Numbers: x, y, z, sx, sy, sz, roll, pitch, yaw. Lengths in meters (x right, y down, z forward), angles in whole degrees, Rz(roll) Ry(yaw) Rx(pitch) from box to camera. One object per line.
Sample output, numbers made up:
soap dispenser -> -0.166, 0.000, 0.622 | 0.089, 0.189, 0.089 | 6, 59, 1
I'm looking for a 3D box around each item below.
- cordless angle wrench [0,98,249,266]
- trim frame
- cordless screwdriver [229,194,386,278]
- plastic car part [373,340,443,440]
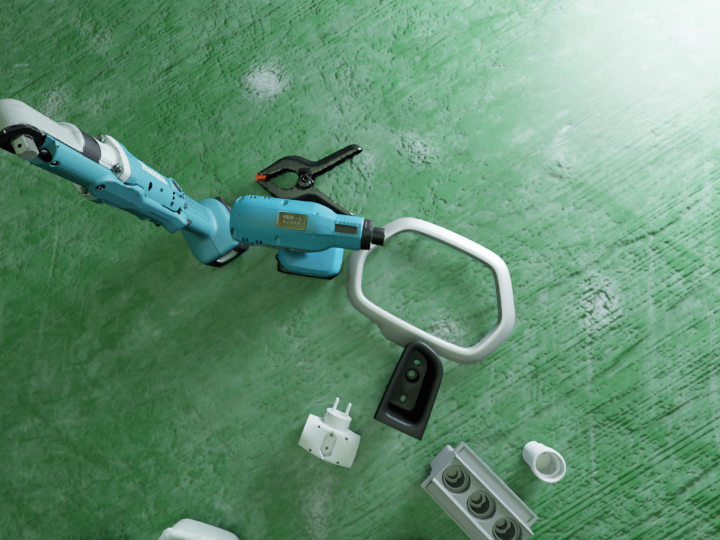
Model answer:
cordless angle wrench -> -0.227, -0.078, 0.475 | 0.074, 0.416, 0.099 | -32, 84, -2
trim frame -> 0.099, 0.028, 0.617 | 0.253, 0.027, 0.184 | 26, 84, 10
cordless screwdriver -> -0.052, -0.034, 0.534 | 0.161, 0.245, 0.075 | 8, 84, 4
plastic car part -> 0.070, 0.154, 0.578 | 0.067, 0.070, 0.117 | 22, 84, 6
